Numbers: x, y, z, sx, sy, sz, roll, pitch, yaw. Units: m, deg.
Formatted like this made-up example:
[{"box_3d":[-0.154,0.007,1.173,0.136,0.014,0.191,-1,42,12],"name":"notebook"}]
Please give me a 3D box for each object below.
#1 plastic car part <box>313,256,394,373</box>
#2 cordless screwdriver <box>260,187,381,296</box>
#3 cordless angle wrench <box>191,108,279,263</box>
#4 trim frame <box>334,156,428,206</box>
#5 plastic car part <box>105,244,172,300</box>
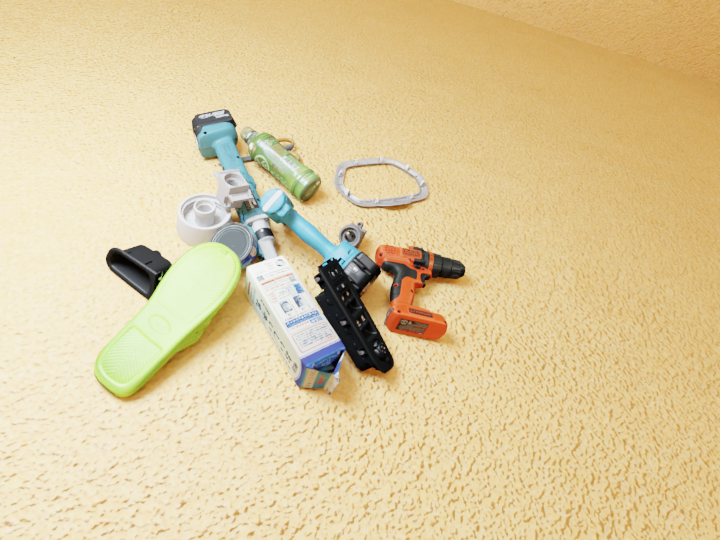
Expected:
[{"box_3d":[-0.019,0.083,0.683,0.204,0.068,0.065,55,20,3],"name":"plastic car part"},{"box_3d":[-0.078,-0.051,0.797,0.253,0.157,0.074,41,87,8],"name":"cordless screwdriver"},{"box_3d":[-0.252,-0.175,0.885,0.096,0.073,0.442,-19,60,-19],"name":"cordless angle wrench"},{"box_3d":[0.052,-0.218,1.031,0.241,0.027,0.193,-9,53,-24],"name":"trim frame"},{"box_3d":[-0.369,-0.010,0.724,0.121,0.065,0.069,32,33,17],"name":"plastic car part"}]
